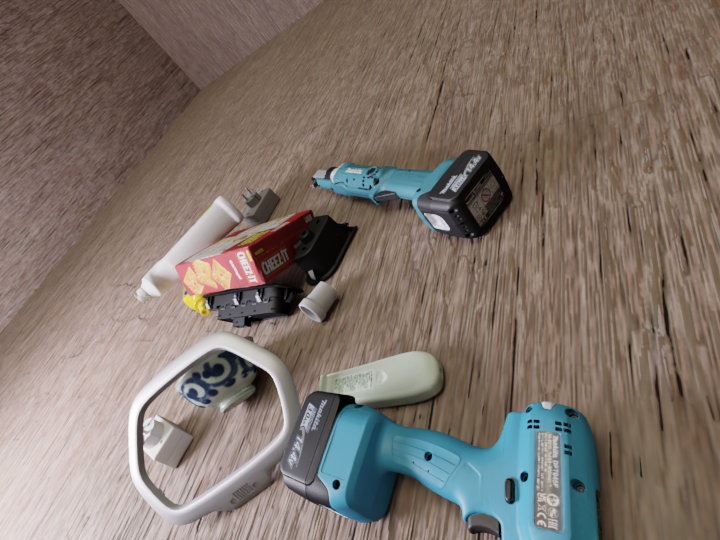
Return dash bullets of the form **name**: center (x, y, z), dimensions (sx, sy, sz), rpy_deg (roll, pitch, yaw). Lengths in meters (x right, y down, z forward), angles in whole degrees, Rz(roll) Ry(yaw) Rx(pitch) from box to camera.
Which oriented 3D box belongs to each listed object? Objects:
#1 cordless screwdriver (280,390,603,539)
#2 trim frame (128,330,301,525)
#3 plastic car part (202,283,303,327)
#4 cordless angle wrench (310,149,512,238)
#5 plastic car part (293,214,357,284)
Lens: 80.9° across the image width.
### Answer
- **cordless screwdriver**: center (0.047, 0.183, 0.339), dimensions (0.259, 0.070, 0.161), rpy_deg (-8, 49, 35)
- **trim frame**: center (-0.180, 0.187, 0.502), dimensions (0.249, 0.026, 0.190), rpy_deg (-39, 72, 7)
- **plastic car part**: center (-0.182, 0.058, 0.696), dimensions (0.210, 0.062, 0.068), rpy_deg (-15, 58, 36)
- **cordless angle wrench**: center (0.032, -0.140, 0.682), dimensions (0.098, 0.071, 0.446), rpy_deg (-51, 34, -10)
- **plastic car part**: center (-0.066, -0.043, 0.677), dimensions (0.069, 0.067, 0.117), rpy_deg (-5, 47, 44)
